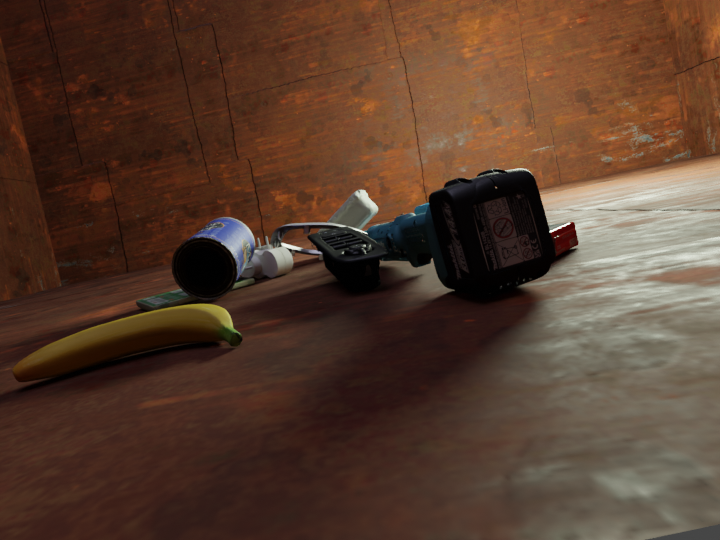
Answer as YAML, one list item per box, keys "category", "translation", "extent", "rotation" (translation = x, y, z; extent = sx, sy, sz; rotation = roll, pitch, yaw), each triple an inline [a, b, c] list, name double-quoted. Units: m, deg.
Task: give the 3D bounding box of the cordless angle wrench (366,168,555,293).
- category: "cordless angle wrench"
  translation: [0.062, -0.039, 0.533]
  extent: [0.073, 0.097, 0.430]
  rotation: [-16, 5, -12]

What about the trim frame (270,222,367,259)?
- category: "trim frame"
  translation: [-0.079, -0.052, 0.809]
  extent: [0.180, 0.028, 0.251]
  rotation: [6, -12, -14]

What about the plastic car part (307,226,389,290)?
- category: "plastic car part"
  translation: [-0.020, -0.016, 0.548]
  extent: [0.065, 0.066, 0.209]
  rotation: [-6, 10, -15]

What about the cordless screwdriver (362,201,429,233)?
- category: "cordless screwdriver"
  translation: [0.113, -0.103, 0.966]
  extent: [0.241, 0.074, 0.166]
  rotation: [-22, 10, -35]
